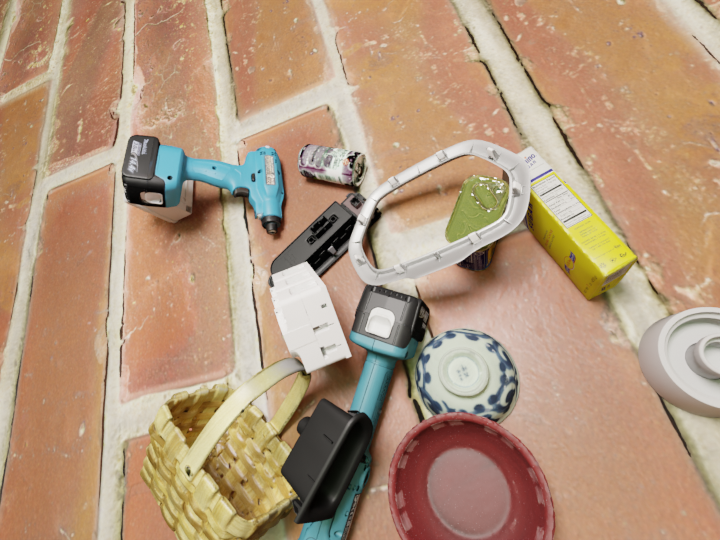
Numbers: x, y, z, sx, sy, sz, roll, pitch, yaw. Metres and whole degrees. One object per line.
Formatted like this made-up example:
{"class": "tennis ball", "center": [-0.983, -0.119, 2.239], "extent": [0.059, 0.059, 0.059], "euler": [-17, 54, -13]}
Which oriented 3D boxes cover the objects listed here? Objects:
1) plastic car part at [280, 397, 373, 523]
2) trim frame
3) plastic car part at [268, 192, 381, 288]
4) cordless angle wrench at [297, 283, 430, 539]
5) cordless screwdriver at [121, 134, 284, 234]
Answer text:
{"class": "plastic car part", "center": [-0.042, 0.190, 0.448], "extent": [0.075, 0.062, 0.117], "euler": [20, 80, 37]}
{"class": "trim frame", "center": [0.084, -0.073, 0.533], "extent": [0.255, 0.026, 0.190], "euler": [-23, 52, 28]}
{"class": "plastic car part", "center": [-0.062, -0.041, 0.638], "extent": [0.203, 0.064, 0.069], "euler": [-46, 69, 0]}
{"class": "cordless angle wrench", "center": [-0.017, 0.230, 0.496], "extent": [0.077, 0.093, 0.425], "euler": [14, 78, 23]}
{"class": "cordless screwdriver", "center": [-0.246, -0.133, 0.680], "extent": [0.242, 0.074, 0.164], "euler": [0, 64, -19]}
